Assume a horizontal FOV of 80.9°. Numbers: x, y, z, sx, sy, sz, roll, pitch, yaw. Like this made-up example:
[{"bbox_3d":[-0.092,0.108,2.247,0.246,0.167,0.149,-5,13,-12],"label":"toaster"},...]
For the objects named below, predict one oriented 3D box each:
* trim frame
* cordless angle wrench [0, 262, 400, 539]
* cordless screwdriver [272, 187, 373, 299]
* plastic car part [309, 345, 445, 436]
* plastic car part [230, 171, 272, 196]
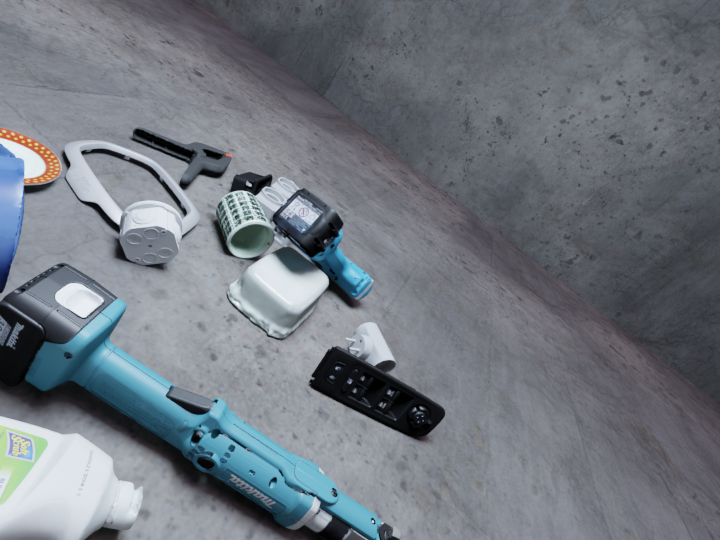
[{"bbox_3d":[-0.366,-0.134,0.679,0.257,0.028,0.177,47,25,19],"label":"trim frame"},{"bbox_3d":[-0.135,0.156,0.396,0.416,0.098,0.075,38,24,-8],"label":"cordless angle wrench"},{"bbox_3d":[-0.073,-0.048,0.746,0.168,0.074,0.236,38,-9,32],"label":"cordless screwdriver"},{"bbox_3d":[0.025,0.173,0.607,0.199,0.066,0.068,31,-1,-9],"label":"plastic car part"},{"bbox_3d":[-0.239,-0.183,0.903,0.071,0.065,0.118,21,22,-3],"label":"plastic car part"}]
